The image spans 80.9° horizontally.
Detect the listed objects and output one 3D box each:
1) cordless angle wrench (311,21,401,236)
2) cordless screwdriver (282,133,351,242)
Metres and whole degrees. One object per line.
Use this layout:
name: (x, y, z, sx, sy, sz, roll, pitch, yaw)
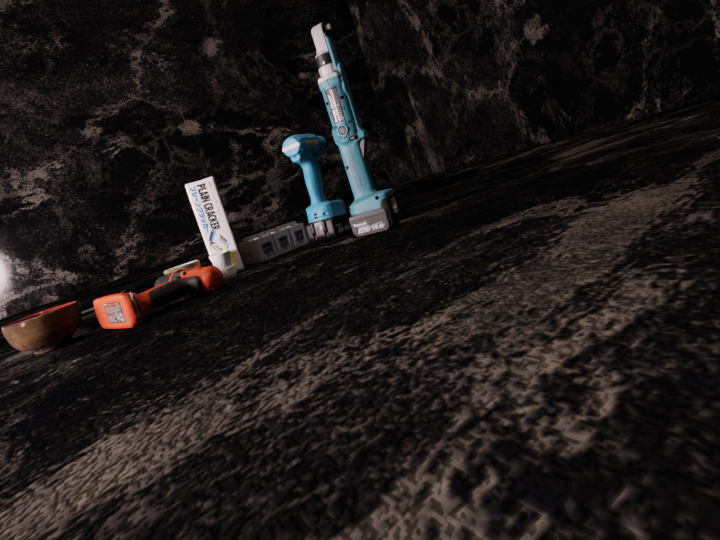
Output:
cordless angle wrench: (-0.024, -0.282, 0.853, 0.101, 0.418, 0.073, -14, 7, 27)
cordless screwdriver: (-0.090, -0.198, 0.991, 0.077, 0.246, 0.155, -13, 9, 30)
